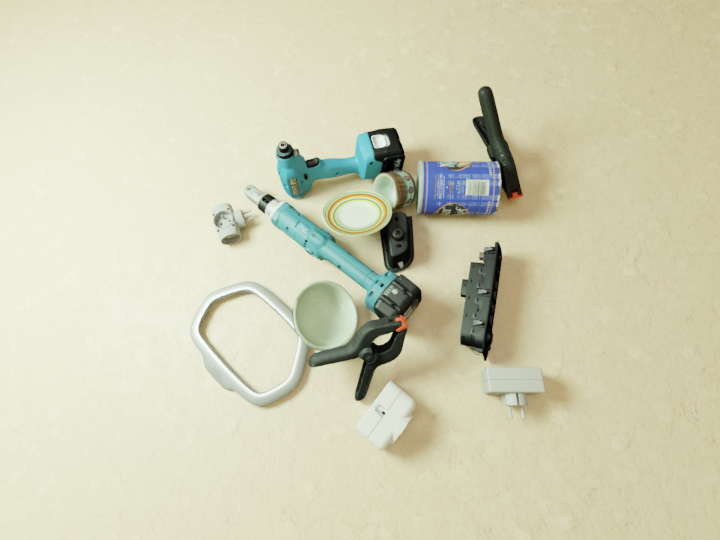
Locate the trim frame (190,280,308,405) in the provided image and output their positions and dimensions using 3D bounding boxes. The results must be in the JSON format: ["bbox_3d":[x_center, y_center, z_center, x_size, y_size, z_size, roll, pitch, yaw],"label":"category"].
[{"bbox_3d":[-0.207,0.128,0.782,0.257,0.027,0.183,38,77,19],"label":"trim frame"}]

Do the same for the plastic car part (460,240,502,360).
[{"bbox_3d":[0.208,0.050,0.733,0.069,0.063,0.206,3,68,18],"label":"plastic car part"}]

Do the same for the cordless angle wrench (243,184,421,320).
[{"bbox_3d":[-0.079,-0.052,0.806,0.441,0.094,0.074,37,80,23],"label":"cordless angle wrench"}]

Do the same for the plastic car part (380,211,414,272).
[{"bbox_3d":[0.070,-0.063,0.796,0.067,0.068,0.119,-5,65,5],"label":"plastic car part"}]

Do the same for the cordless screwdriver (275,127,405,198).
[{"bbox_3d":[-0.042,-0.221,0.832,0.249,0.154,0.076,-12,69,0],"label":"cordless screwdriver"}]
